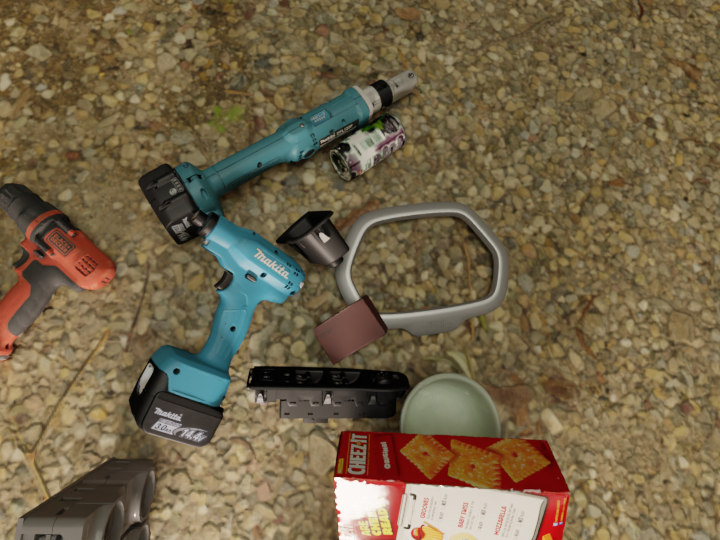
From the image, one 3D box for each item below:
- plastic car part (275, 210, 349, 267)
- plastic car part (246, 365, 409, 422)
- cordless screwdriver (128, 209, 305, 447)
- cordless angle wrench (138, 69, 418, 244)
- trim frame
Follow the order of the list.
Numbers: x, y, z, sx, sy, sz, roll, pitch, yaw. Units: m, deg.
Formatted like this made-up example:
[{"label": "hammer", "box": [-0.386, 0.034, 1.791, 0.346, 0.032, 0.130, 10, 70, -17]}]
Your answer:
[{"label": "plastic car part", "box": [-0.054, -0.035, 0.548, 0.065, 0.121, 0.068, -45, 112, -13]}, {"label": "plastic car part", "box": [-0.037, 0.154, 0.523, 0.201, 0.067, 0.067, -2, 89, -5]}, {"label": "cordless screwdriver", "box": [-0.184, 0.061, 0.500, 0.152, 0.078, 0.249, 37, 73, -28]}, {"label": "cordless angle wrench", "box": [-0.087, -0.181, 0.585, 0.418, 0.097, 0.076, -33, 82, -15]}, {"label": "trim frame", "box": [0.087, -0.005, 0.589, 0.245, 0.027, 0.187, -8, 77, -8]}]
